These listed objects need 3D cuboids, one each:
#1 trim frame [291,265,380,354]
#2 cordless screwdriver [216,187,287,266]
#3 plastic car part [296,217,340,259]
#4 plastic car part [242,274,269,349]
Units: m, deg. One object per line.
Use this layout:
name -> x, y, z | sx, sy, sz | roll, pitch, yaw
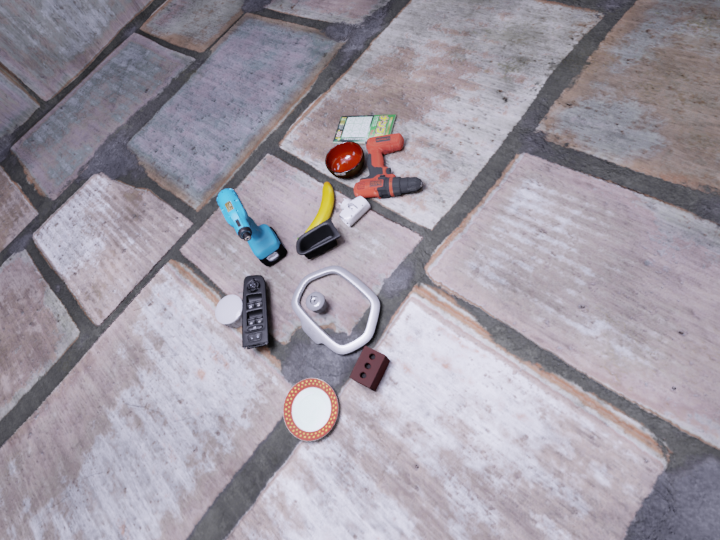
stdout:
trim frame -> -0.064, 0.090, 1.026 | 0.183, 0.026, 0.262 | -47, 58, -7
cordless screwdriver -> -0.266, -0.088, 1.072 | 0.074, 0.237, 0.167 | -34, 58, -1
plastic car part -> -0.108, -0.071, 1.103 | 0.117, 0.067, 0.069 | -31, 58, 3
plastic car part -> -0.260, 0.103, 1.071 | 0.067, 0.064, 0.210 | -18, 59, 10
